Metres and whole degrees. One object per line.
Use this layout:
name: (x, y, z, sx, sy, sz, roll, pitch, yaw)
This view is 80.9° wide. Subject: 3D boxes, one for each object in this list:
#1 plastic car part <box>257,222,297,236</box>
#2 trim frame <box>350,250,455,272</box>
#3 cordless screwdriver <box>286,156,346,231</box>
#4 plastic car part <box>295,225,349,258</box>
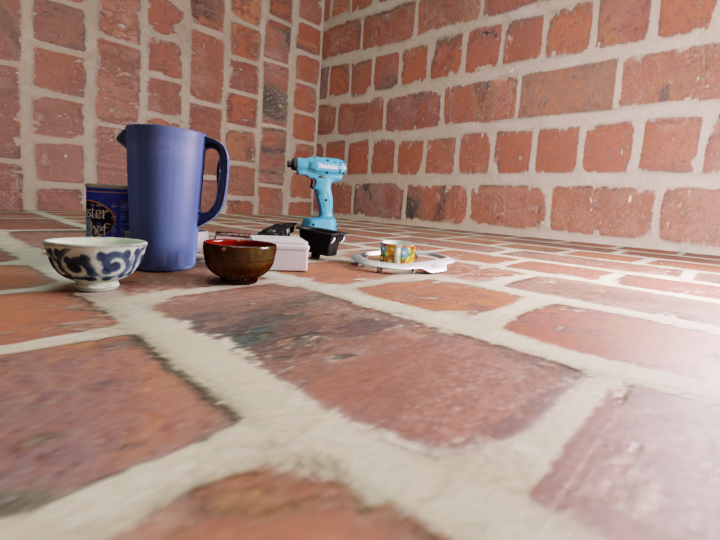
plastic car part: (-0.218, -0.089, 1.097, 0.067, 0.066, 0.202, 4, 9, 4)
trim frame: (0.092, -0.021, 0.917, 0.237, 0.027, 0.194, -6, 13, -44)
cordless screwdriver: (-0.126, -0.183, 1.146, 0.154, 0.247, 0.077, 1, 7, -21)
plastic car part: (-0.094, -0.062, 0.962, 0.122, 0.070, 0.063, 10, 10, 36)
